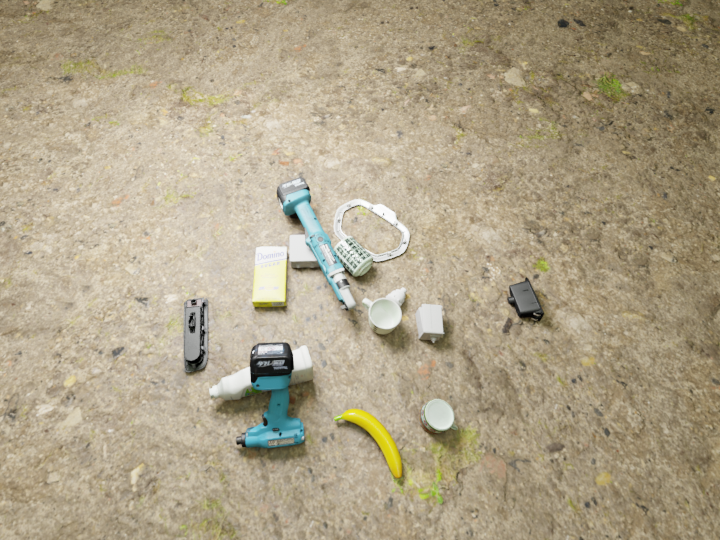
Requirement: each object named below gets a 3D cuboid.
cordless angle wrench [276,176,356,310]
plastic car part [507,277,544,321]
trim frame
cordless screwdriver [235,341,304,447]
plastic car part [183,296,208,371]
[{"bbox_3d":[-0.117,-0.076,1.192,0.096,0.073,0.439,-22,66,-15],"label":"cordless angle wrench"},{"bbox_3d":[0.450,0.084,1.176,0.071,0.063,0.121,-16,59,4],"label":"plastic car part"},{"bbox_3d":[0.032,-0.130,1.304,0.258,0.027,0.182,35,65,19],"label":"trim frame"},{"bbox_3d":[-0.217,0.294,0.965,0.158,0.076,0.244,-5,104,-5],"label":"cordless screwdriver"},{"bbox_3d":[-0.436,0.161,1.113,0.065,0.066,0.209,-4,63,-14],"label":"plastic car part"}]
